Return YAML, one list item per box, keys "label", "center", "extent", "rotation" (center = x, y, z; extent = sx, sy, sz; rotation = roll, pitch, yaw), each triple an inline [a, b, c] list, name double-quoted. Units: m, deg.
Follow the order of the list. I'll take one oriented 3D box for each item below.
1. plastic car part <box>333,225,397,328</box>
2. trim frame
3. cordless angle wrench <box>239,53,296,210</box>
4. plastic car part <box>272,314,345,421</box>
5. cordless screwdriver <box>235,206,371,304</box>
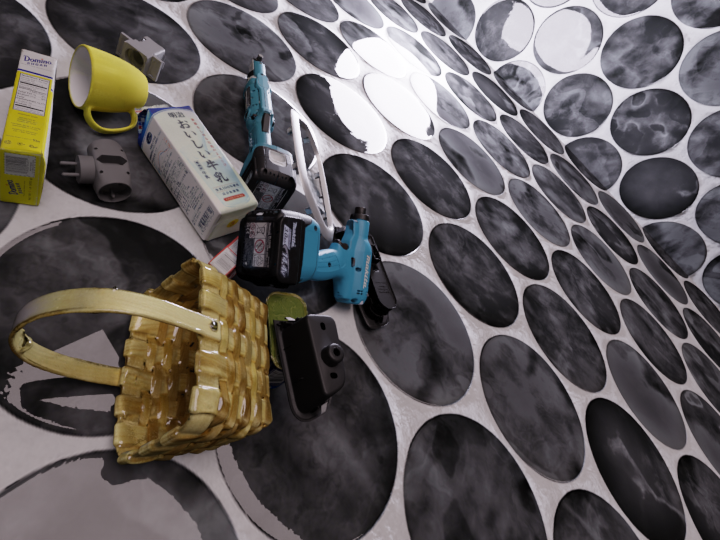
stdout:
- label: "plastic car part"
  center: [0.014, 0.001, 0.733]
  extent: [0.063, 0.068, 0.210]
  rotation: [11, 53, -43]
- label: "trim frame"
  center: [-0.085, -0.164, 0.730]
  extent: [0.176, 0.028, 0.257]
  rotation: [57, 17, -62]
- label: "cordless angle wrench"
  center: [-0.189, -0.284, 0.795]
  extent: [0.071, 0.099, 0.440]
  rotation: [14, 45, -32]
- label: "plastic car part"
  center: [-0.047, 0.096, 0.466]
  extent: [0.063, 0.071, 0.121]
  rotation: [8, 50, -35]
- label: "cordless screwdriver"
  center: [-0.060, -0.039, 0.609]
  extent: [0.236, 0.078, 0.160]
  rotation: [16, 78, -56]
